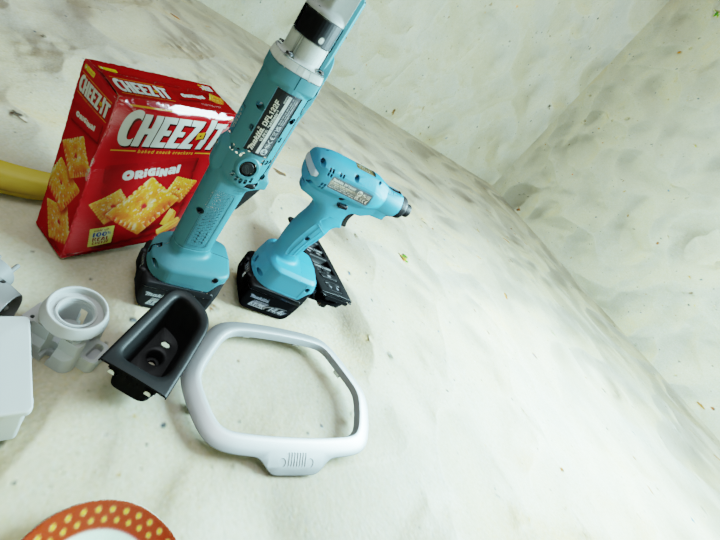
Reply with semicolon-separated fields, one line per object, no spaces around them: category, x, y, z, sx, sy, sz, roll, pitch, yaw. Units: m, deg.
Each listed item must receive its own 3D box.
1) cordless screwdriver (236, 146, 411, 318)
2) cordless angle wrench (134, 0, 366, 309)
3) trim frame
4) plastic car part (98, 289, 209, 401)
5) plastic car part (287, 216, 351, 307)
cordless screwdriver;-0.056;-0.037;0.577;0.152;0.250;0.078;22;33;-31
cordless angle wrench;-0.118;-0.116;0.435;0.093;0.425;0.078;19;35;-35
trim frame;-0.092;0.143;0.501;0.236;0.027;0.193;17;34;-34
plastic car part;-0.201;0.081;0.420;0.065;0.071;0.118;34;28;-10
plastic car part;-0.084;-0.011;0.702;0.063;0.067;0.213;16;34;-38
